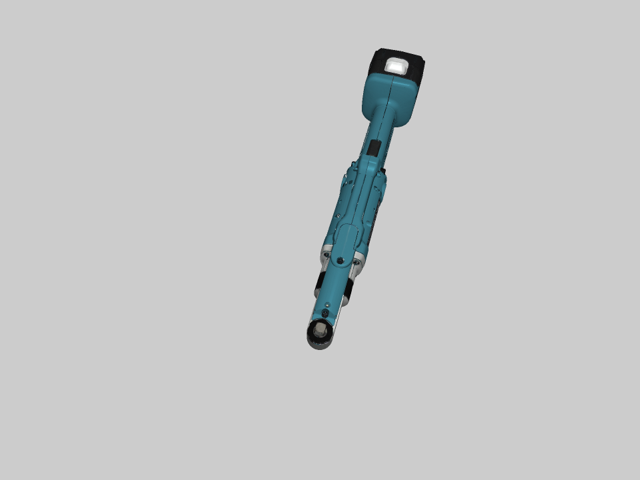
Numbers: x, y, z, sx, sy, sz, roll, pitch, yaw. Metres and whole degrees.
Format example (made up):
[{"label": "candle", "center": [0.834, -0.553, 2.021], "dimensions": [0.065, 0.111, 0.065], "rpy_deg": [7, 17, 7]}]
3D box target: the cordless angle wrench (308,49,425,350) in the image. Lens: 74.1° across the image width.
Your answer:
[{"label": "cordless angle wrench", "center": [0.054, -0.067, 0.529], "dimensions": [0.074, 0.421, 0.098], "rpy_deg": [15, -28, 7]}]
